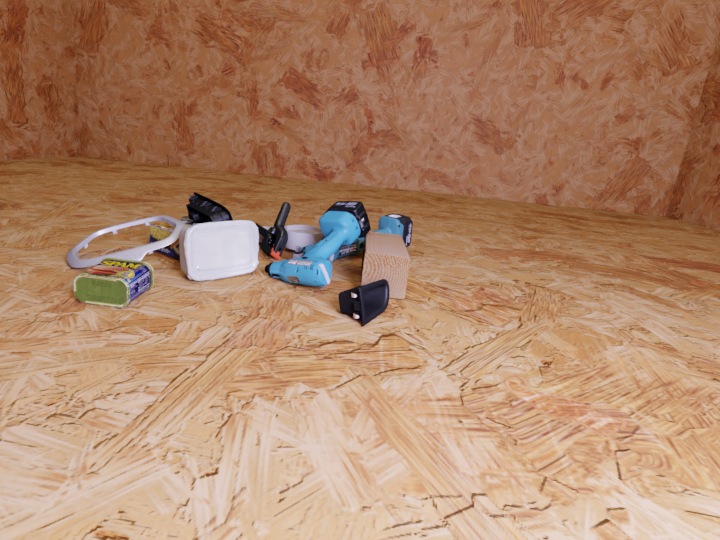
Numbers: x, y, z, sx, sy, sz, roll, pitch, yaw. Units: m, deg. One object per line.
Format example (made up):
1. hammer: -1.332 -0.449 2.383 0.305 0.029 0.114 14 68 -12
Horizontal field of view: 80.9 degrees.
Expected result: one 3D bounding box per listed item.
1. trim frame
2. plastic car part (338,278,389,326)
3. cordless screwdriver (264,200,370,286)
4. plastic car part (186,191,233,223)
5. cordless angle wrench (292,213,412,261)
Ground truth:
1. trim frame: -0.506 -0.064 0.918 0.244 0.026 0.194 -16 34 -14
2. plastic car part: 0.000 0.051 0.764 0.074 0.065 0.113 -2 8 27
3. cordless screwdriver: -0.091 -0.060 0.934 0.167 0.071 0.247 3 40 34
4. plastic car part: -0.372 -0.137 1.022 0.215 0.065 0.065 22 32 40
5. cordless angle wrench: -0.015 -0.074 1.119 0.078 0.096 0.407 19 26 40
